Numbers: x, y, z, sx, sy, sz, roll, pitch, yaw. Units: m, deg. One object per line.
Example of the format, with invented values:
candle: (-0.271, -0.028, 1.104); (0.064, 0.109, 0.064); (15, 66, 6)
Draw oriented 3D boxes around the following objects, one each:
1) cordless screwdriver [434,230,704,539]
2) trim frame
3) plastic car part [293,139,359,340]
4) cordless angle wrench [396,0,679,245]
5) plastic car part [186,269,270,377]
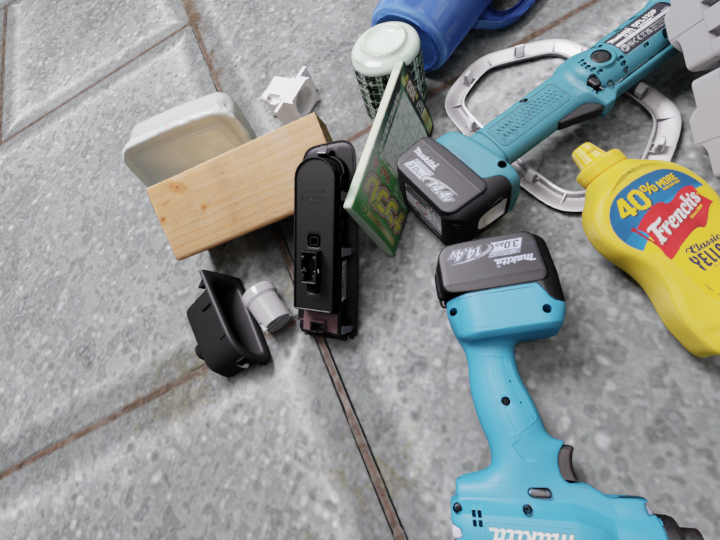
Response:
cordless screwdriver: (0.145, 0.095, 0.339); (0.163, 0.071, 0.254); (-7, 69, 16)
trim frame: (0.207, -0.169, 0.460); (0.185, 0.026, 0.260); (-35, 62, 4)
plastic car part: (-0.041, -0.027, 0.416); (0.069, 0.065, 0.201); (6, 97, 25)
cordless angle wrench: (0.228, -0.186, 0.413); (0.422, 0.071, 0.102); (-37, 62, -1)
plastic car part: (-0.157, 0.067, 0.473); (0.072, 0.062, 0.121); (-37, 63, 18)
